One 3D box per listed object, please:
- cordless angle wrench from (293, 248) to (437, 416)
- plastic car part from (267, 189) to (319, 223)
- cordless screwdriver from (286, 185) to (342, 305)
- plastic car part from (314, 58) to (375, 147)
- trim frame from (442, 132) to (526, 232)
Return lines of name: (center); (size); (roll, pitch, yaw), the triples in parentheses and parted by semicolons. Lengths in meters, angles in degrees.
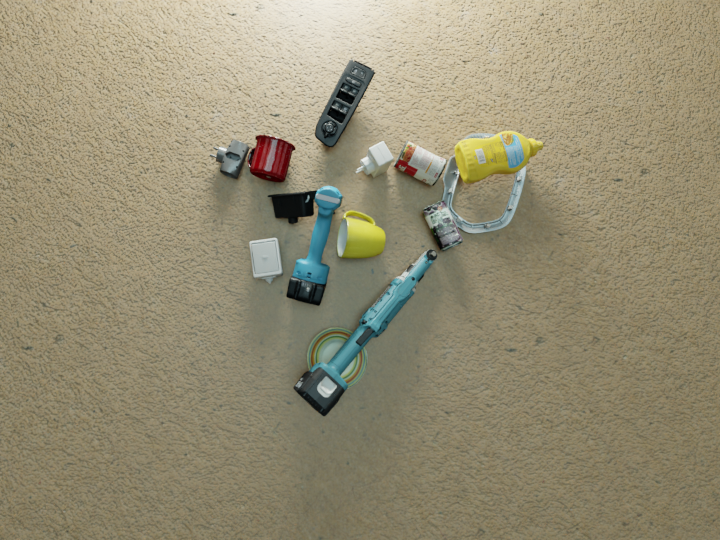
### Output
cordless angle wrench: (0.029, 0.109, 0.892); (0.074, 0.098, 0.420); (42, 72, -2)
plastic car part: (-0.147, -0.140, 0.938); (0.122, 0.064, 0.070); (-2, 99, 33)
cordless screwdriver: (-0.089, -0.058, 0.911); (0.074, 0.160, 0.247); (14, 98, -1)
plastic car part: (-0.044, -0.379, 0.978); (0.065, 0.068, 0.203); (27, 86, -8)
trim frame: (0.285, -0.205, 0.982); (0.185, 0.027, 0.249); (20, 83, 3)
